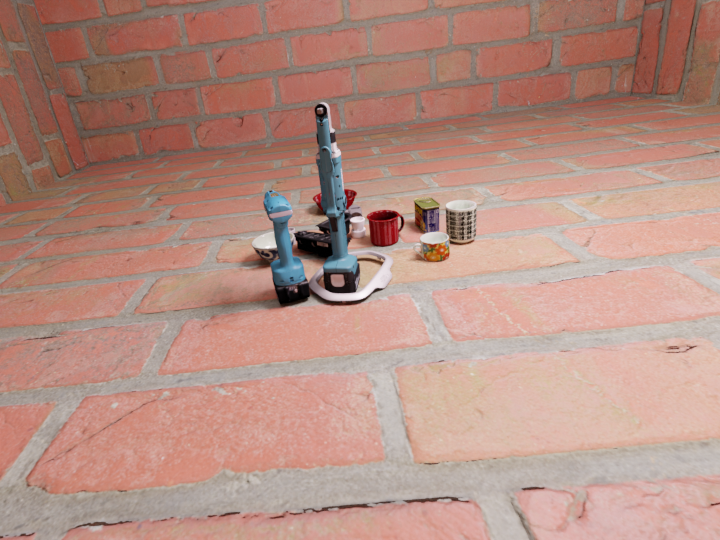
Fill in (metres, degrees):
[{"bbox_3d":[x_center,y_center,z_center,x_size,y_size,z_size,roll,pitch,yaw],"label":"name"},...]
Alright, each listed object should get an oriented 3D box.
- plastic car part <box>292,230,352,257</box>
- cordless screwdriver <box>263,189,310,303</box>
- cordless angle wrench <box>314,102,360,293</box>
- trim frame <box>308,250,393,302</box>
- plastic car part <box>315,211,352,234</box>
[{"bbox_3d":[-0.116,-0.076,1.187,0.214,0.065,0.064,18,34,41],"label":"plastic car part"},{"bbox_3d":[-0.180,-0.060,0.975,0.073,0.242,0.166,-12,25,-14],"label":"cordless screwdriver"},{"bbox_3d":[-0.059,-0.150,0.931,0.076,0.411,0.098,0,24,12],"label":"cordless angle wrench"},{"bbox_3d":[-0.019,0.009,1.035,0.192,0.027,0.245,6,30,26],"label":"trim frame"},{"bbox_3d":[-0.068,-0.122,1.261,0.070,0.069,0.113,17,35,41],"label":"plastic car part"}]
